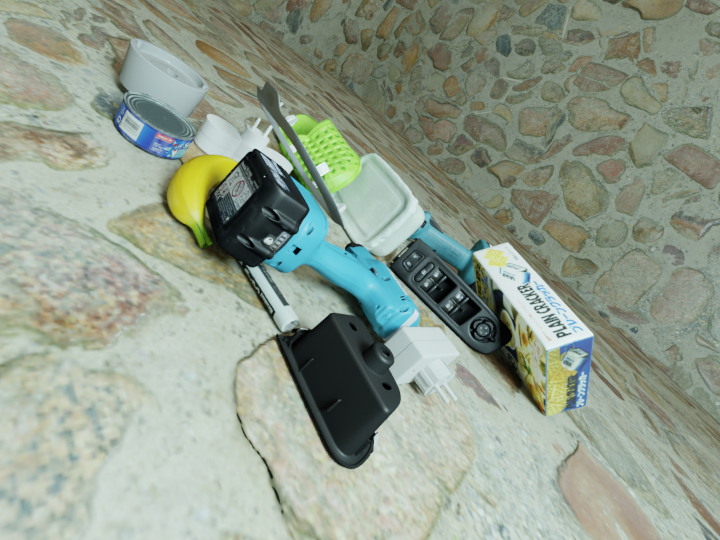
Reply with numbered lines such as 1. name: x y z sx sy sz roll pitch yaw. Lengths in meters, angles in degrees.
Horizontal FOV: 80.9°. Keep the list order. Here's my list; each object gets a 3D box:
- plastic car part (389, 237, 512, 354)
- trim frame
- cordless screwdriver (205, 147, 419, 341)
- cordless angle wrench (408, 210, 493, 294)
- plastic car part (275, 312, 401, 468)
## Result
1. plastic car part: 0.137 0.045 0.658 0.210 0.066 0.065 46 -2 18
2. trim frame: -0.078 -0.153 0.549 0.175 0.027 0.261 60 -2 -42
3. cordless screwdriver: -0.045 -0.029 0.456 0.235 0.075 0.167 36 15 -38
4. cordless angle wrench: 0.103 -0.099 0.852 0.422 0.098 0.074 34 22 -1
5. plastic car part: -0.007 0.080 0.332 0.062 0.071 0.123 15 29 -45
